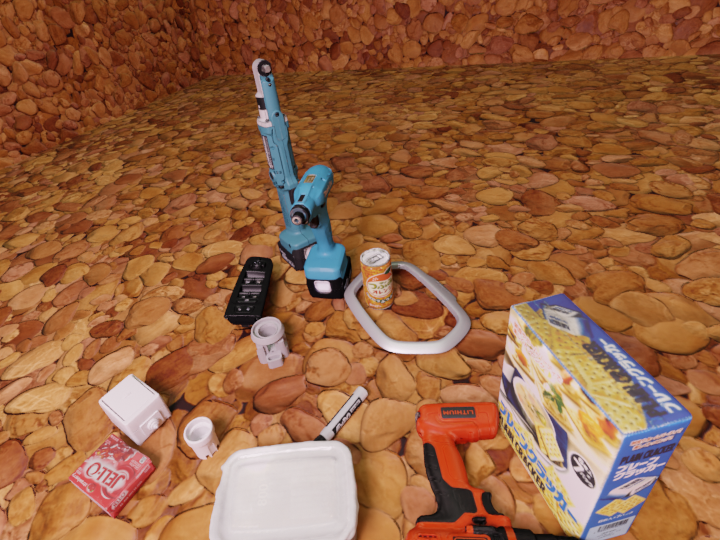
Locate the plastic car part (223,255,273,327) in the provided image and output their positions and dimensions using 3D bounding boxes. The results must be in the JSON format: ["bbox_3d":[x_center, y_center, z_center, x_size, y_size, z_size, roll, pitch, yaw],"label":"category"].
[{"bbox_3d":[-0.206,0.042,0.824,0.067,0.064,0.209,-7,37,3],"label":"plastic car part"}]

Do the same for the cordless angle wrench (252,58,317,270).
[{"bbox_3d":[-0.150,-0.192,0.830,0.073,0.407,0.104,-26,39,-24],"label":"cordless angle wrench"}]

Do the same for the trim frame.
[{"bbox_3d":[0.079,0.060,0.761,0.181,0.026,0.262,-23,39,-16],"label":"trim frame"}]

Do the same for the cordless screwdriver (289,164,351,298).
[{"bbox_3d":[-0.075,-0.049,0.765,0.076,0.239,0.161,1,37,12],"label":"cordless screwdriver"}]
